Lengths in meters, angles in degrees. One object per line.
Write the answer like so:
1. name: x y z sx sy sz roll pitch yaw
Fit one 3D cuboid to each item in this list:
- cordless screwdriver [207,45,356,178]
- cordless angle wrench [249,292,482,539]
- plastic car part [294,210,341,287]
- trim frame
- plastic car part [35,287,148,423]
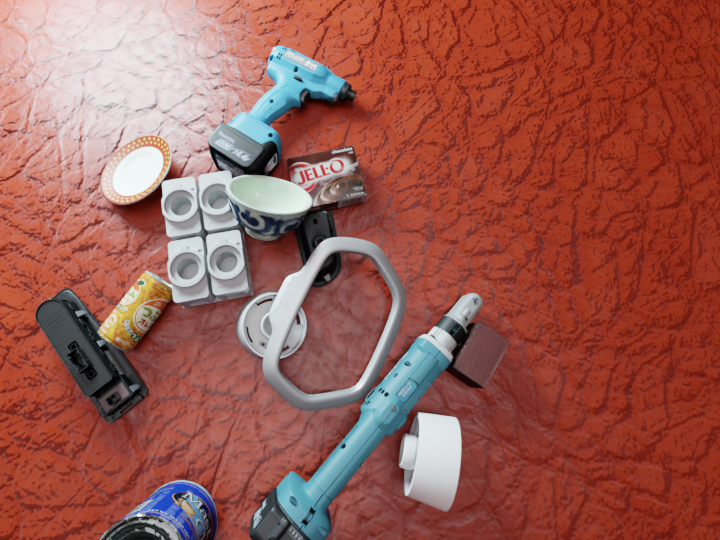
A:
1. cordless screwdriver: -0.124 -0.246 0.688 0.161 0.073 0.249 27 71 5
2. cordless angle wrench: 0.032 0.184 0.559 0.075 0.098 0.420 43 74 3
3. plastic car part: -0.062 -0.040 0.629 0.065 0.070 0.119 -11 73 -5
4. trim frame: -0.033 0.073 0.587 0.178 0.028 0.249 27 83 -17
5. plastic car part: -0.386 0.112 0.585 0.066 0.065 0.208 -40 76 -6
